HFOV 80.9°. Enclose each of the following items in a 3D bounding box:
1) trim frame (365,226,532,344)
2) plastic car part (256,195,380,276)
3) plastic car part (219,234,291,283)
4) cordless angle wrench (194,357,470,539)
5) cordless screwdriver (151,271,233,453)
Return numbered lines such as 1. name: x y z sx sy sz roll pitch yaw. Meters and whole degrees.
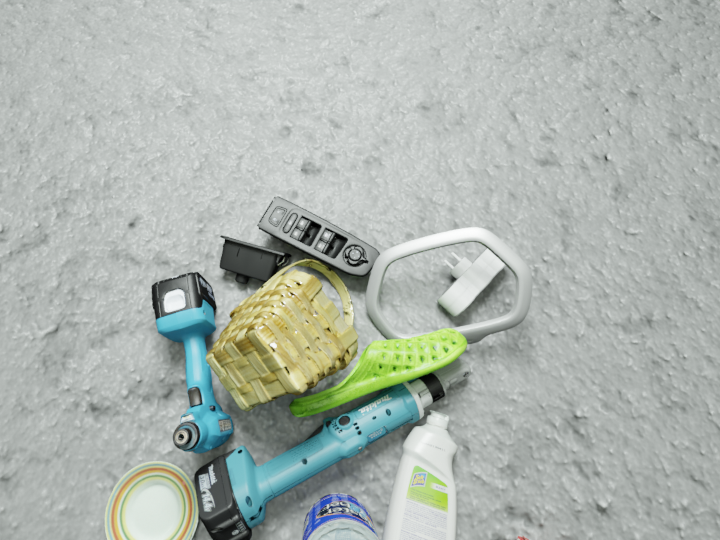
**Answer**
1. trim frame: 0.127 0.034 0.646 0.254 0.027 0.182 -15 96 17
2. plastic car part: -0.069 -0.045 0.704 0.208 0.065 0.066 26 66 11
3. plastic car part: -0.182 -0.012 0.703 0.118 0.065 0.071 12 87 6
4. cordless angle wrench: -0.019 0.232 0.604 0.417 0.072 0.103 -25 30 -13
5. cordless screwdriver: -0.243 0.126 0.601 0.074 0.156 0.256 -16 72 -6
